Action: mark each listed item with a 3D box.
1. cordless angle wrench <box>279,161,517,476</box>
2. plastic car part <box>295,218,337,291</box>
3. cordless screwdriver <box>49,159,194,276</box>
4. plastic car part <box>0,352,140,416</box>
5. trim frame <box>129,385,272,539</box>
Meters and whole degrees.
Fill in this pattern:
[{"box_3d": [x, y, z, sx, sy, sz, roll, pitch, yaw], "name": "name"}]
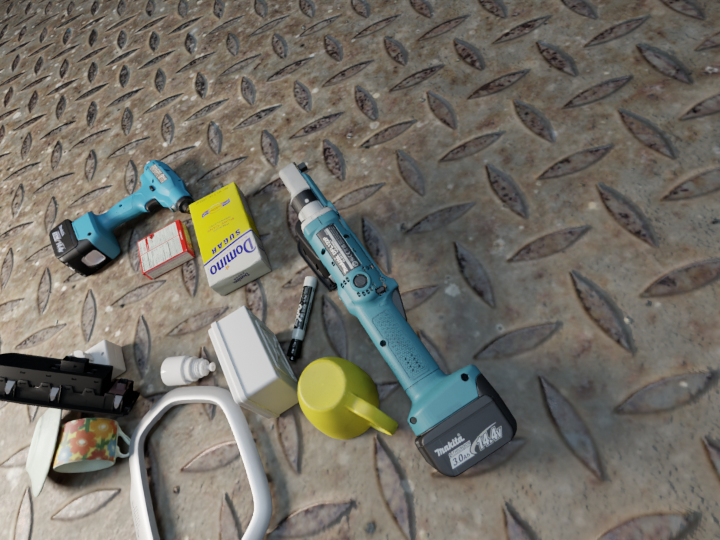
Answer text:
[{"box_3d": [0.006, 0.021, 0.514, 0.098, 0.071, 0.440, -33, 66, -3], "name": "cordless angle wrench"}, {"box_3d": [-0.060, -0.039, 0.615, 0.066, 0.068, 0.122, -39, 60, -8], "name": "plastic car part"}, {"box_3d": [-0.425, -0.089, 0.771, 0.247, 0.071, 0.168, -42, 58, -11], "name": "cordless screwdriver"}, {"box_3d": [-0.409, 0.150, 0.571, 0.200, 0.066, 0.068, 7, 16, -9], "name": "plastic car part"}, {"box_3d": [-0.208, 0.262, 0.524, 0.184, 0.026, 0.261, -34, 58, -2], "name": "trim frame"}]
